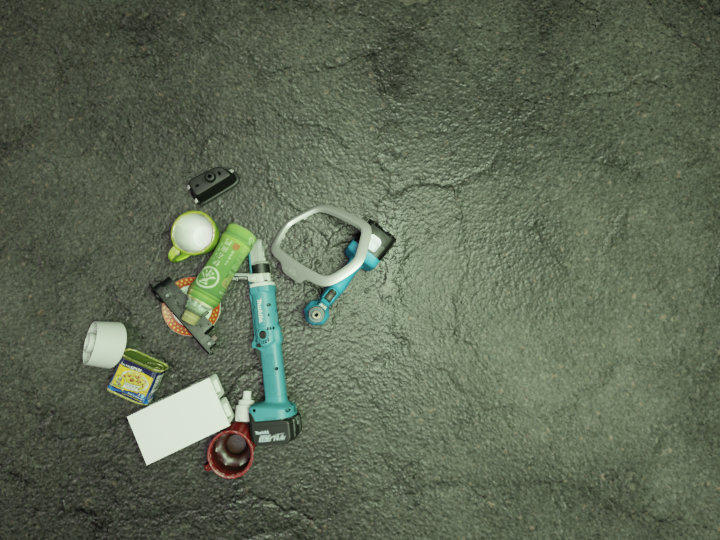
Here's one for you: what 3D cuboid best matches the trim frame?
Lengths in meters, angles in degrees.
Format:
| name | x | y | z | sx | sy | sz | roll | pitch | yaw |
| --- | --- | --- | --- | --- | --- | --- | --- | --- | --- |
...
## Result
| name | x | y | z | sx | sy | sz | roll | pitch | yaw |
| --- | --- | --- | --- | --- | --- | --- | --- | --- | --- |
| trim frame | -0.086 | -0.056 | 0.875 | 0.263 | 0.026 | 0.183 | 29 | 71 | 39 |

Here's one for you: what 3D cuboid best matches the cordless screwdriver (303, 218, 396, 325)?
| name | x | y | z | sx | sy | sz | roll | pitch | yaw |
| --- | --- | --- | --- | --- | --- | --- | --- | --- | --- |
| cordless screwdriver | -0.029 | 0.010 | 0.872 | 0.074 | 0.159 | 0.248 | 39 | 84 | -1 |

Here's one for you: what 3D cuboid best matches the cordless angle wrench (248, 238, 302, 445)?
| name | x | y | z | sx | sy | sz | roll | pitch | yaw |
| --- | --- | --- | --- | --- | --- | --- | --- | --- | --- |
| cordless angle wrench | -0.199 | 0.138 | 0.902 | 0.100 | 0.072 | 0.429 | -11 | 79 | 13 |

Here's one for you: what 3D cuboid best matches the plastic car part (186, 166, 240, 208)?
| name | x | y | z | sx | sy | sz | roll | pitch | yaw |
| --- | --- | --- | --- | --- | --- | --- | --- | --- | --- |
| plastic car part | -0.333 | -0.198 | 0.939 | 0.116 | 0.071 | 0.066 | -29 | 90 | 0 |

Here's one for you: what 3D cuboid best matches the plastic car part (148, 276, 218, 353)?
| name | x | y | z | sx | sy | sz | roll | pitch | yaw |
| --- | --- | --- | --- | --- | --- | --- | --- | --- | --- |
| plastic car part | -0.369 | 0.087 | 0.896 | 0.204 | 0.066 | 0.067 | 43 | 77 | 4 |
